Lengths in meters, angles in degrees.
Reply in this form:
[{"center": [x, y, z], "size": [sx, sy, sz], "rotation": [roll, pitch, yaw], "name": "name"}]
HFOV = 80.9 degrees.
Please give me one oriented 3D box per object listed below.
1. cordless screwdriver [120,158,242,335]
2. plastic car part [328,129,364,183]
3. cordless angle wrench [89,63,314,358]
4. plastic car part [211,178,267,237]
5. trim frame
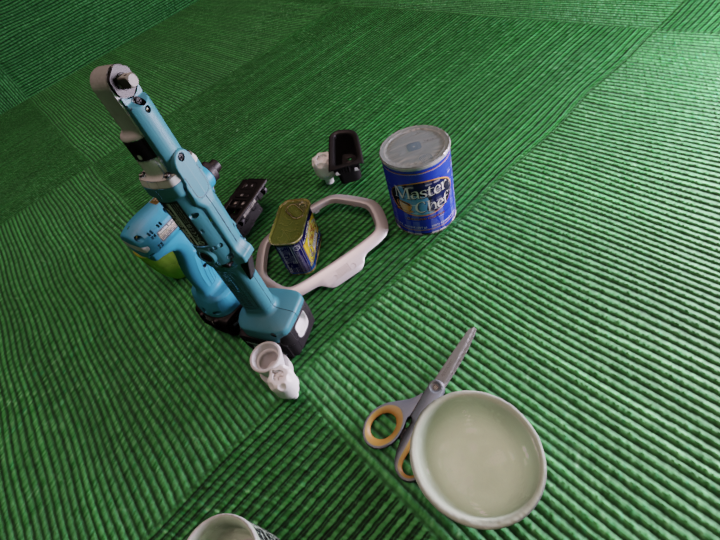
[{"center": [-0.213, -0.027, 0.613], "size": [0.078, 0.237, 0.159], "rotation": [17, 57, 29], "name": "cordless screwdriver"}, {"center": [-0.025, -0.213, 0.816], "size": [0.067, 0.067, 0.120], "rotation": [-12, 48, 9], "name": "plastic car part"}, {"center": [-0.163, -0.034, 0.487], "size": [0.102, 0.403, 0.075], "rotation": [8, 53, 23], "name": "cordless angle wrench"}, {"center": [-0.239, -0.085, 0.790], "size": [0.069, 0.064, 0.203], "rotation": [12, 56, 28], "name": "plastic car part"}, {"center": [-0.070, -0.046, 0.719], "size": [0.246, 0.026, 0.195], "rotation": [-34, 48, -10], "name": "trim frame"}]
